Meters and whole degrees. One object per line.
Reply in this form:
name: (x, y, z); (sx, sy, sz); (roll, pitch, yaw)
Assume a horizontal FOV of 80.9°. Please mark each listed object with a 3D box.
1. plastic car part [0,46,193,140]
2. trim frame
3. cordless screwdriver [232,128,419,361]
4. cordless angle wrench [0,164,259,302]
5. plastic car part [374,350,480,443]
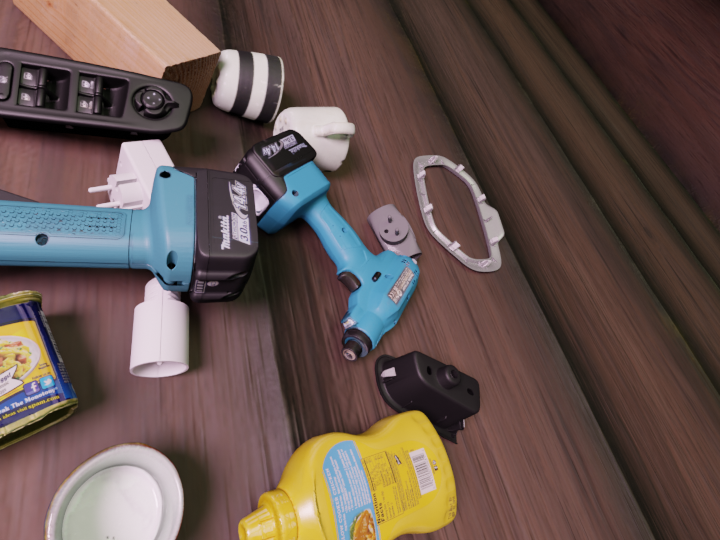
plastic car part: (-0.264, -0.155, 0.400); (0.197, 0.067, 0.068); (-1, 69, -18)
trim frame: (0.168, -0.107, 0.717); (0.176, 0.028, 0.257); (18, 48, -26)
cordless screwdriver: (-0.046, -0.030, 0.474); (0.247, 0.075, 0.158); (46, 44, -4)
cordless angle wrench: (-0.283, -0.032, 0.277); (0.409, 0.074, 0.101); (1, 57, -22)
plastic car part: (0.080, 0.124, 0.449); (0.113, 0.072, 0.067); (32, 44, -18)
